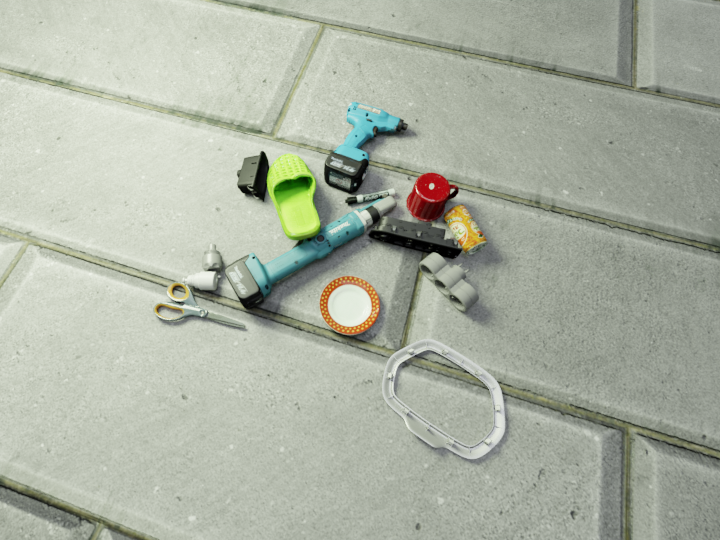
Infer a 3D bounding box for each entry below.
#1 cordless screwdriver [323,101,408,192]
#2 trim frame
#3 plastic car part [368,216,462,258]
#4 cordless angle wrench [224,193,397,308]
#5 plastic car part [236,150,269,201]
[{"bbox_3d":[0.013,-0.307,1.047,0.162,0.072,0.251,18,64,7],"label":"cordless screwdriver"},{"bbox_3d":[0.163,0.246,0.825,0.255,0.027,0.184,32,71,12],"label":"trim frame"},{"bbox_3d":[0.120,-0.079,0.940,0.206,0.065,0.067,10,80,7],"label":"plastic car part"},{"bbox_3d":[-0.092,-0.060,0.943,0.417,0.073,0.101,-31,70,-14],"label":"cordless angle wrench"},{"bbox_3d":[-0.266,-0.231,1.028,0.072,0.063,0.119,-5,63,12],"label":"plastic car part"}]
